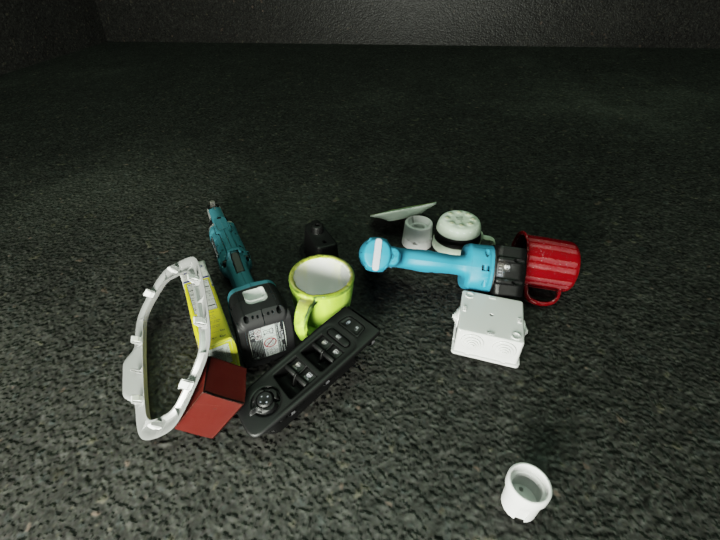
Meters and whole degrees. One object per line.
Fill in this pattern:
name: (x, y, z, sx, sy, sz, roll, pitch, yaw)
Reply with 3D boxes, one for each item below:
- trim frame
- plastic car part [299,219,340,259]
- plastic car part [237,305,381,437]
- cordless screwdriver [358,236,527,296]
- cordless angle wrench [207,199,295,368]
trim frame: (-0.255, 0.089, 0.548, 0.026, 0.185, 0.261, 26, 26, -44)
plastic car part: (-0.074, -0.049, 0.760, 0.064, 0.069, 0.123, -14, 42, -19)
plastic car part: (-0.066, 0.130, 0.533, 0.199, 0.065, 0.070, -35, 56, -29)
cordless screwdriver: (0.120, -0.013, 0.683, 0.250, 0.074, 0.158, 7, 1, 2)
cordless angle wrench: (-0.215, -0.016, 0.722, 0.073, 0.095, 0.446, -16, 36, -20)
